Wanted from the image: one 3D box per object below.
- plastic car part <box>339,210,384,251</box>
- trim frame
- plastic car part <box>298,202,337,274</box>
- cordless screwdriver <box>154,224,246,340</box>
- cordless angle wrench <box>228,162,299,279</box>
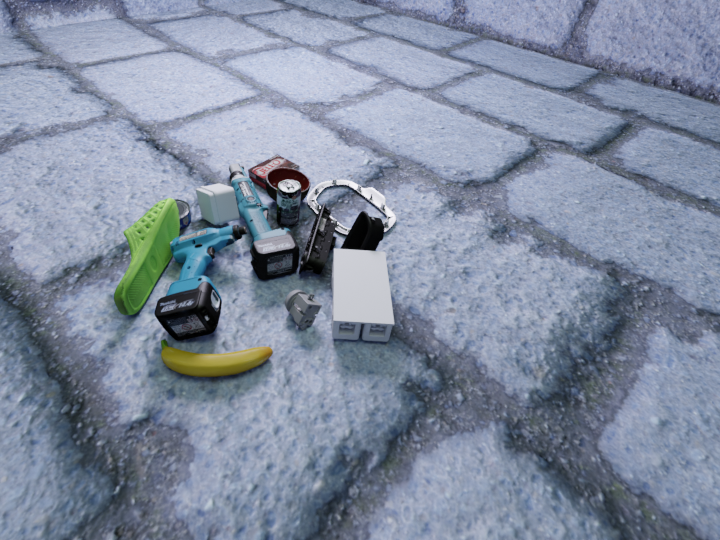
[{"bbox_3d":[0.015,-0.069,0.918,0.067,0.116,0.069,4,37,-41],"label":"plastic car part"},{"bbox_3d":[-0.024,-0.166,1.070,0.179,0.027,0.262,-24,48,-28],"label":"trim frame"},{"bbox_3d":[-0.091,-0.060,0.931,0.066,0.067,0.206,30,41,-13],"label":"plastic car part"},{"bbox_3d":[-0.295,0.004,0.806,0.160,0.071,0.259,-18,42,2],"label":"cordless screwdriver"},{"bbox_3d":[-0.257,-0.148,1.003,0.095,0.072,0.446,-13,43,-21],"label":"cordless angle wrench"}]
